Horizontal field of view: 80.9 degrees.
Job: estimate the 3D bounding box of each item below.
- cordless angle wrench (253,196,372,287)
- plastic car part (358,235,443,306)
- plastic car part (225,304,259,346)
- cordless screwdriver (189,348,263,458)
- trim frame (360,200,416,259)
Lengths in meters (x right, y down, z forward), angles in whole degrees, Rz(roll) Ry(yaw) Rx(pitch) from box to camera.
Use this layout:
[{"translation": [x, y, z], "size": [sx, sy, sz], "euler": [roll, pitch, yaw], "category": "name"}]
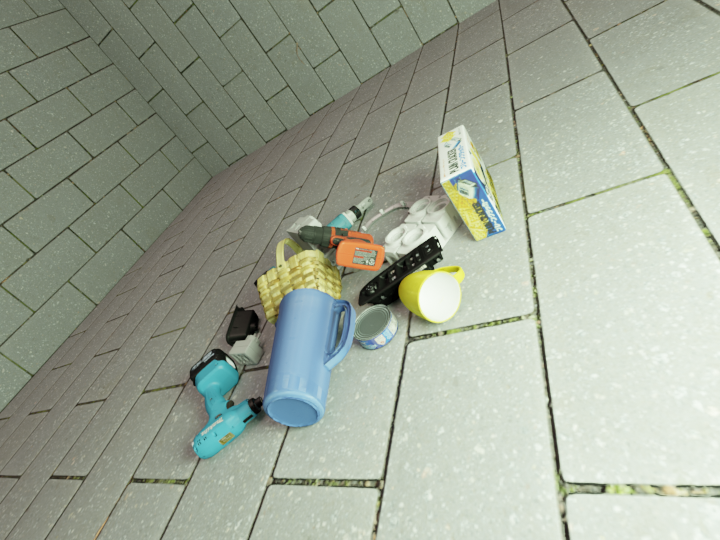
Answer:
[{"translation": [-0.118, -0.077, 1.203], "size": [0.419, 0.074, 0.099], "euler": [-43, 4, -16], "category": "cordless angle wrench"}, {"translation": [0.083, 0.015, 0.847], "size": [0.206, 0.064, 0.069], "euler": [-33, 34, 20], "category": "plastic car part"}, {"translation": [-0.304, 0.148, 1.120], "size": [0.072, 0.063, 0.120], "euler": [-15, 37, 13], "category": "plastic car part"}, {"translation": [-0.294, 0.265, 0.923], "size": [0.159, 0.071, 0.261], "euler": [-39, 32, -2], "category": "cordless screwdriver"}, {"translation": [0.059, -0.099, 1.082], "size": [0.192, 0.026, 0.249], "euler": [-11, 37, 39], "category": "trim frame"}]
